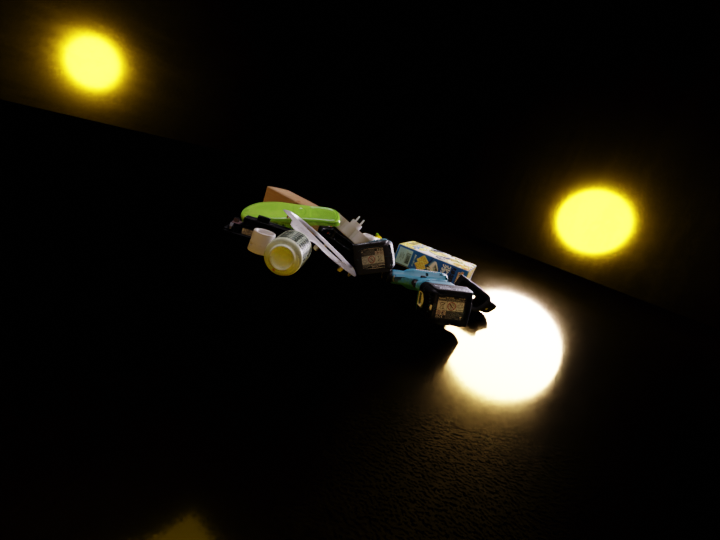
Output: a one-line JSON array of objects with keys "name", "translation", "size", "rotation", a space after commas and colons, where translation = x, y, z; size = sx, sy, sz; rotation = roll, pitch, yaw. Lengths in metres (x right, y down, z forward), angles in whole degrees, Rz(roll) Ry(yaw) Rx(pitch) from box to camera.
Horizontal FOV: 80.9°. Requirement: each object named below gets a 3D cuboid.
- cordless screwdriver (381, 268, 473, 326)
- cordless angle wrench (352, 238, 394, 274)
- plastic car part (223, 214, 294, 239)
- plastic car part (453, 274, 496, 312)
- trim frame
[{"name": "cordless screwdriver", "translation": [0.139, 0.044, 0.939], "size": [0.158, 0.074, 0.252], "rotation": [7, 12, -5]}, {"name": "cordless angle wrench", "translation": [0.051, -0.058, 1.192], "size": [0.099, 0.074, 0.419], "rotation": [-7, 7, 8]}, {"name": "plastic car part", "translation": [-0.228, -0.095, 1.042], "size": [0.203, 0.067, 0.066], "rotation": [21, 6, 0]}, {"name": "plastic car part", "translation": [0.288, 0.072, 1.054], "size": [0.067, 0.066, 0.123], "rotation": [26, 10, -37]}, {"name": "trim frame", "translation": [-0.098, -0.064, 1.000], "size": [0.262, 0.027, 0.174], "rotation": [46, 5, 32]}]
